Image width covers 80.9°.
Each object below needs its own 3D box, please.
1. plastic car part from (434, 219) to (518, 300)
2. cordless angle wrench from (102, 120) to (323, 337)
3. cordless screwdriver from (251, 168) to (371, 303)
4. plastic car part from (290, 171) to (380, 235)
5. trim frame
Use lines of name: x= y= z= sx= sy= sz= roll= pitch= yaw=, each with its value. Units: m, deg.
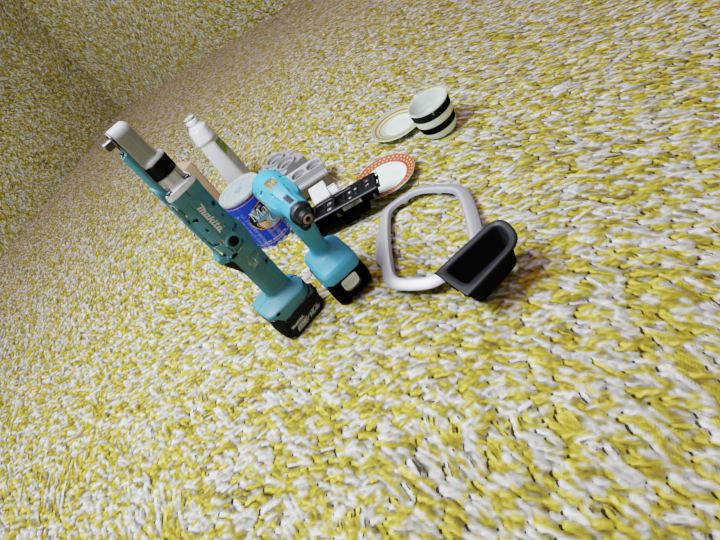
plastic car part: x=0.172 y=-0.004 z=0.576 sx=0.116 sy=0.067 sz=0.070 roll=-42 pitch=40 yaw=-5
cordless angle wrench: x=-0.200 y=-0.048 z=0.628 sx=0.097 sy=0.401 sz=0.079 roll=-49 pitch=41 yaw=-15
cordless screwdriver: x=-0.064 y=-0.042 z=0.652 sx=0.074 sy=0.236 sz=0.168 roll=-42 pitch=40 yaw=-6
plastic car part: x=-0.046 y=-0.119 z=0.843 sx=0.207 sy=0.063 sz=0.069 roll=-23 pitch=42 yaw=17
trim frame: x=0.106 y=-0.064 z=0.711 sx=0.188 sy=0.026 sz=0.256 roll=-20 pitch=44 yaw=20
